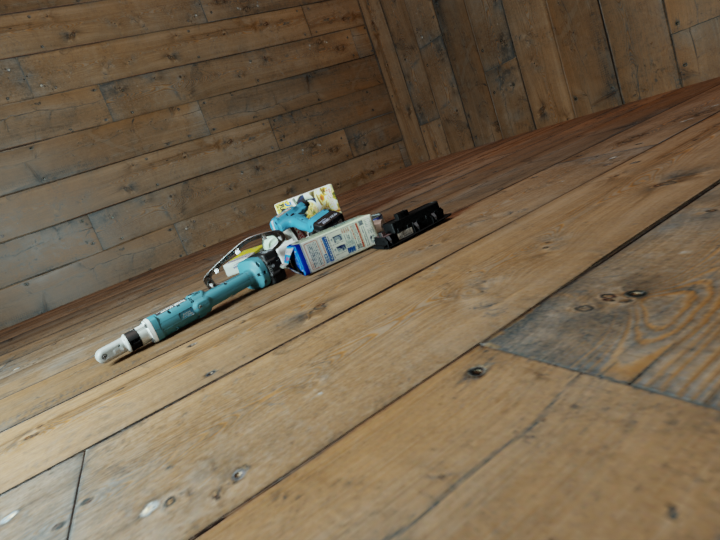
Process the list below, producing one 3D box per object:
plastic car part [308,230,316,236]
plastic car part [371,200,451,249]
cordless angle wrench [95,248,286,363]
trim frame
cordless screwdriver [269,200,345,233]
[{"bbox_3d":[-0.108,-0.071,1.103,0.117,0.070,0.067,-17,10,1],"label":"plastic car part"},{"bbox_3d":[0.114,-0.108,0.960,0.198,0.067,0.068,-23,4,-23],"label":"plastic car part"},{"bbox_3d":[-0.350,0.074,0.906,0.413,0.073,0.102,-33,17,-35],"label":"cordless angle wrench"},{"bbox_3d":[-0.292,-0.022,1.076,0.250,0.028,0.177,-40,-14,14],"label":"trim frame"},{"bbox_3d":[-0.146,-0.156,1.289,0.263,0.071,0.157,16,46,41],"label":"cordless screwdriver"}]
